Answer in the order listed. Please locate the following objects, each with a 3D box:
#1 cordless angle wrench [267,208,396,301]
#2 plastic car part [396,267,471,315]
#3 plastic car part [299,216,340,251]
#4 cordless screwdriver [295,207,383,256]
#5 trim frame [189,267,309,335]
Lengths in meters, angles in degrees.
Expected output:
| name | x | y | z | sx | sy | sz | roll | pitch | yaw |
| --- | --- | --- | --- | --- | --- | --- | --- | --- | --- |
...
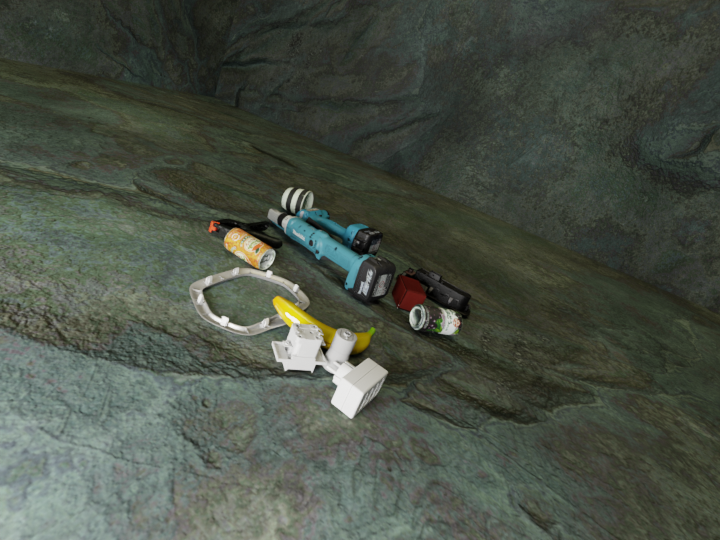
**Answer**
| name | x | y | z | sx | sy | sz | roll | pitch | yaw |
| --- | --- | --- | --- | --- | --- | --- | --- | --- | --- |
| cordless angle wrench | -0.102 | -0.067 | 1.047 | 0.071 | 0.097 | 0.447 | -6 | 31 | -46 |
| plastic car part | 0.198 | 0.044 | 1.086 | 0.213 | 0.067 | 0.063 | 34 | 17 | 26 |
| plastic car part | -0.101 | -0.083 | 1.133 | 0.122 | 0.066 | 0.067 | 37 | 11 | 28 |
| cordless screwdriver | -0.055 | -0.122 | 1.241 | 0.260 | 0.073 | 0.154 | 26 | 21 | 23 |
| trim frame | -0.195 | 0.048 | 0.772 | 0.191 | 0.027 | 0.241 | 29 | 21 | 19 |
